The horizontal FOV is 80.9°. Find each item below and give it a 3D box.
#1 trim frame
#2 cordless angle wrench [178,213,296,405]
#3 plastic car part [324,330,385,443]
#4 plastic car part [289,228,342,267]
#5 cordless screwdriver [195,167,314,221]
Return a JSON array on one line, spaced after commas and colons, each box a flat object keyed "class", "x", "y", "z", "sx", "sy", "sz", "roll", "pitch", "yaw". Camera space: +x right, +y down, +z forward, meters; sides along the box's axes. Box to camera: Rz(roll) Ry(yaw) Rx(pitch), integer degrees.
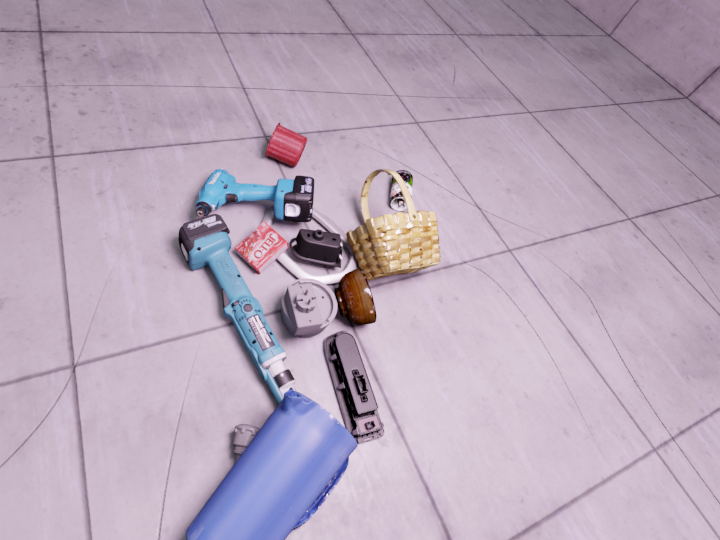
[{"class": "trim frame", "x": -0.115, "y": -0.066, "z": 0.950, "sx": 0.256, "sy": 0.027, "sz": 0.181, "roll": 40, "pitch": 56, "yaw": 16}, {"class": "cordless angle wrench", "x": -0.216, "y": 0.081, "z": 0.792, "sx": 0.095, "sy": 0.074, "sz": 0.438, "roll": -22, "pitch": 66, "yaw": -29}, {"class": "plastic car part", "x": -0.015, "y": 0.198, "z": 0.769, "sx": 0.065, "sy": 0.065, "sz": 0.212, "roll": -12, "pitch": 57, "yaw": -17}, {"class": "plastic car part", "x": -0.088, "y": -0.057, "z": 0.895, "sx": 0.114, "sy": 0.070, "sz": 0.068, "roll": 11, "pitch": 52, "yaw": -13}, {"class": "cordless screwdriver", "x": -0.226, "y": -0.154, "z": 0.921, "sx": 0.250, "sy": 0.072, "sz": 0.163, "roll": 7, "pitch": 39, "yaw": 1}]
